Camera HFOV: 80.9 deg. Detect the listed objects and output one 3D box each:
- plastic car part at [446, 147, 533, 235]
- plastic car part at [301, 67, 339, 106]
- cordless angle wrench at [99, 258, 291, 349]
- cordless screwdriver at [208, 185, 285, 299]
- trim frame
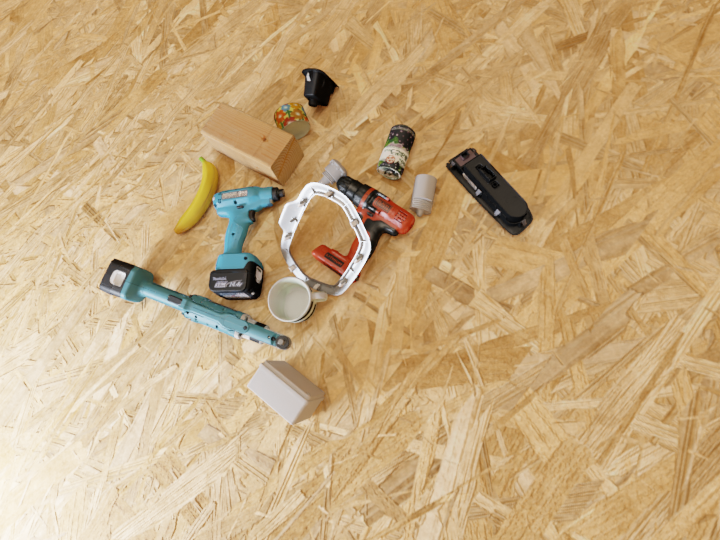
[{"bbox_3d":[0.254,-0.162,0.812,0.066,0.065,0.210,-31,71,-6],"label":"plastic car part"},{"bbox_3d":[-0.100,-0.404,0.953,0.068,0.114,0.070,12,101,13],"label":"plastic car part"},{"bbox_3d":[-0.335,0.079,0.870,0.434,0.095,0.075,18,79,14],"label":"cordless angle wrench"},{"bbox_3d":[-0.237,-0.066,0.895,0.162,0.071,0.255,-8,68,10],"label":"cordless screwdriver"},{"bbox_3d":[-0.077,-0.050,0.784,0.189,0.248,0.027,45,48,12],"label":"trim frame"}]
